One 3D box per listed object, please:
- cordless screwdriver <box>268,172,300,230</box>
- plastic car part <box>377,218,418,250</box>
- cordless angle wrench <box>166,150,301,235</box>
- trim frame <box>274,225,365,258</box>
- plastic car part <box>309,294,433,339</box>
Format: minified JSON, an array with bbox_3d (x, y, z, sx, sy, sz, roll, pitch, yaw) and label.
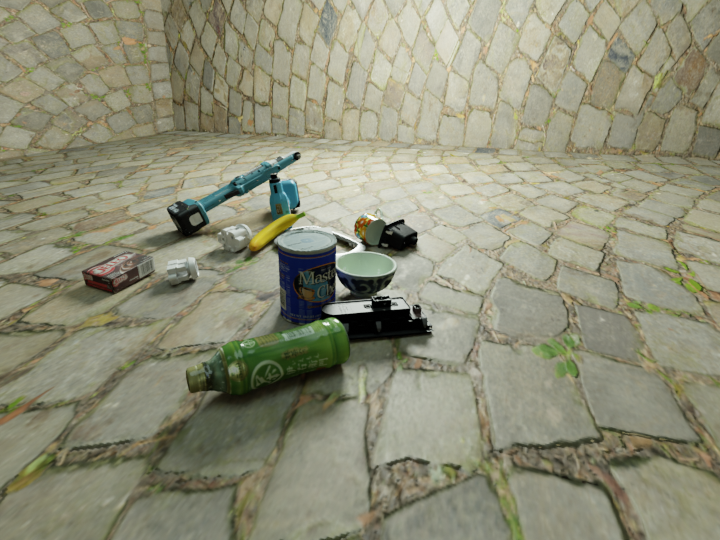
[{"bbox_3d":[-0.229,-0.225,1.241,0.074,0.155,0.255,-8,22,-1],"label":"cordless screwdriver"},{"bbox_3d":[0.107,-0.086,1.065,0.074,0.065,0.112,33,34,27],"label":"plastic car part"},{"bbox_3d":[-0.345,-0.244,1.219,0.416,0.071,0.104,-37,39,-23],"label":"cordless angle wrench"},{"bbox_3d":[-0.103,-0.068,1.056,0.178,0.027,0.263,-23,31,-38],"label":"trim frame"},{"bbox_3d":[0.017,0.078,0.703,0.200,0.065,0.069,-7,32,-9],"label":"plastic car part"}]
